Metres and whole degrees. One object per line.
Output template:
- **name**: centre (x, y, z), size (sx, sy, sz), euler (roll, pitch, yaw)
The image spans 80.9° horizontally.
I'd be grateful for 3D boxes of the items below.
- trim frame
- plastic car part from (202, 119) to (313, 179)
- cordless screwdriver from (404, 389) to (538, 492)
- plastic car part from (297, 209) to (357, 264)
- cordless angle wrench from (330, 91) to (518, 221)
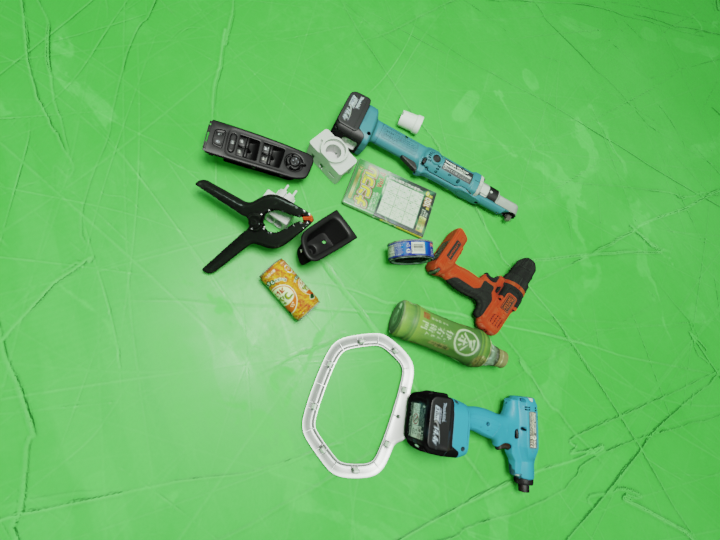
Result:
- **trim frame**: centre (0.004, 0.230, 0.740), size (0.182, 0.028, 0.250), euler (24, 70, -6)
- **plastic car part**: centre (-0.191, -0.212, 0.796), size (0.198, 0.067, 0.067), euler (13, 67, -13)
- **cordless screwdriver**: centre (0.202, 0.293, 0.731), size (0.241, 0.076, 0.161), euler (10, 74, -18)
- **plastic car part**: centre (-0.076, -0.050, 0.774), size (0.114, 0.072, 0.066), euler (-36, 87, -35)
- **cordless angle wrench**: centre (0.142, -0.218, 0.867), size (0.418, 0.075, 0.098), euler (27, 72, -6)
